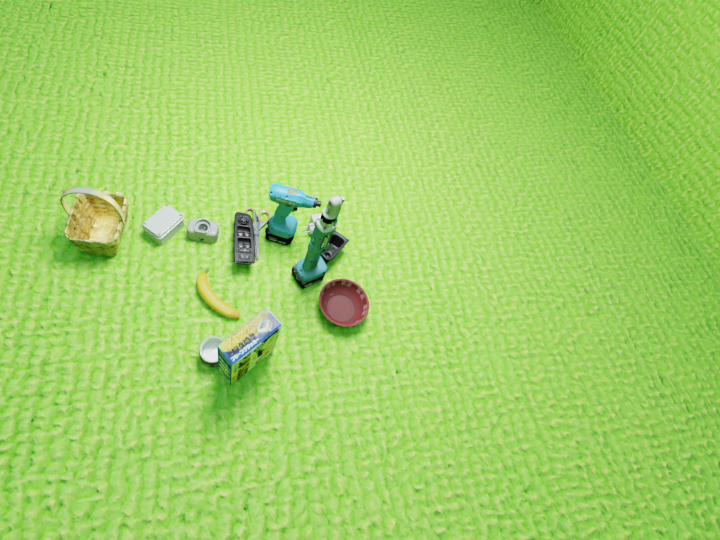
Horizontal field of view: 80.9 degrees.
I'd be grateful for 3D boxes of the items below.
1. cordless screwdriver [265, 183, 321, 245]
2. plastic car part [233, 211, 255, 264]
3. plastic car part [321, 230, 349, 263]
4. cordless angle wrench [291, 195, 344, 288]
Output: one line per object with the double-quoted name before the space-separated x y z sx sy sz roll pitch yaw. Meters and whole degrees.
"cordless screwdriver" -0.220 -0.172 1.345 0.158 0.247 0.076 16 59 -7
"plastic car part" -0.379 -0.099 1.372 0.065 0.066 0.210 -1 60 -16
"plastic car part" -0.100 -0.068 1.413 0.067 0.070 0.116 34 58 5
"cordless angle wrench" -0.118 -0.077 1.209 0.095 0.420 0.077 -23 71 -27
